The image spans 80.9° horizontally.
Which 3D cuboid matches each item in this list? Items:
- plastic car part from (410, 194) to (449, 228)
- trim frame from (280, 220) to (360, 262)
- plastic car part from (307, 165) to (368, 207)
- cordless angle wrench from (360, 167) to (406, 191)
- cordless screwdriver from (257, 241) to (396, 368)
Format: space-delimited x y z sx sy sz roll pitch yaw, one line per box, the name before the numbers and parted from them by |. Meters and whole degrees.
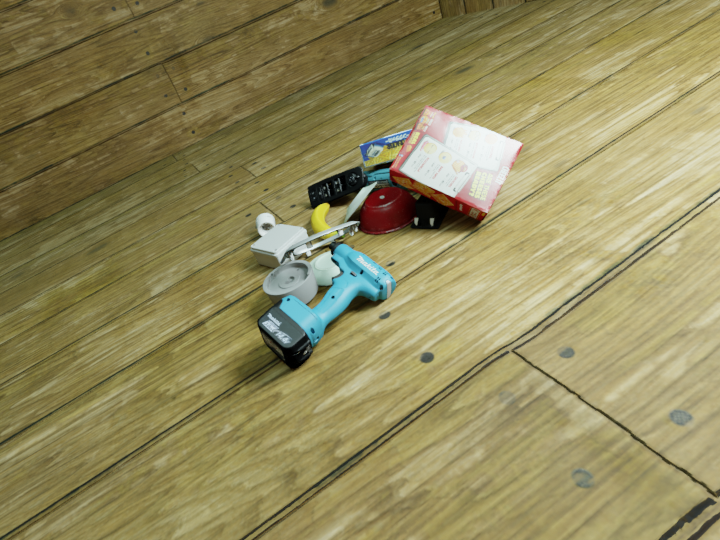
plastic car part | 0.156 -0.151 0.938 0.069 0.068 0.116 5 45 34
trim frame | -0.088 -0.058 0.904 0.183 0.027 0.250 -22 3 -7
plastic car part | -0.057 -0.228 1.168 0.064 0.067 0.211 1 -11 -45
cordless angle wrench | 0.101 -0.240 1.093 0.445 0.094 0.073 5 41 43
cordless screwdriver | -0.075 0.047 0.768 0.245 0.071 0.168 -36 55 -22
